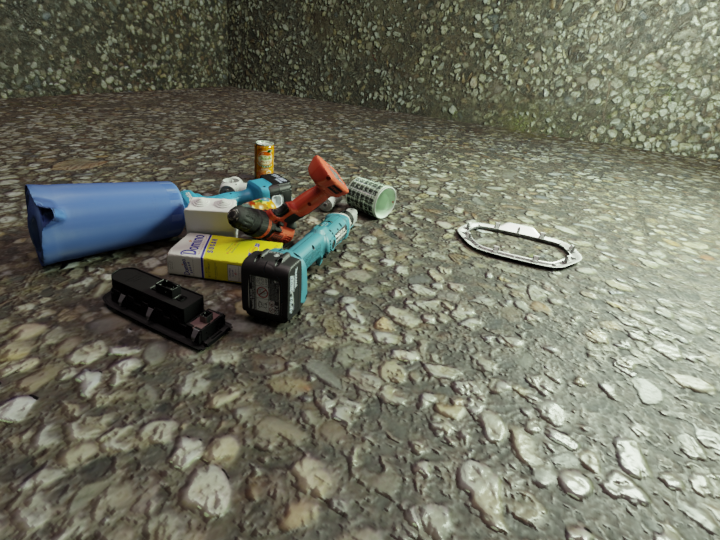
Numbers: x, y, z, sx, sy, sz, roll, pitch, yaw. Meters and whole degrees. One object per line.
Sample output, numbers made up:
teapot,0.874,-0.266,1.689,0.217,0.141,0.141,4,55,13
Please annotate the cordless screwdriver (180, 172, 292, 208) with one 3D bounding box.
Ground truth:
cordless screwdriver,-0.267,-0.146,0.930,0.241,0.072,0.168,-16,34,-26

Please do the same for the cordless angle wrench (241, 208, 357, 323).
cordless angle wrench,-0.074,-0.049,0.759,0.076,0.096,0.420,9,25,13

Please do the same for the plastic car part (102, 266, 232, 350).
plastic car part,-0.279,0.043,0.585,0.211,0.065,0.065,14,35,23

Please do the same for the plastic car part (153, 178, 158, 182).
plastic car part,-0.446,-0.141,0.914,0.069,0.063,0.123,-27,42,-24

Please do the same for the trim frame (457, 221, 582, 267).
trim frame,0.337,-0.062,0.908,0.258,0.027,0.181,14,28,21
